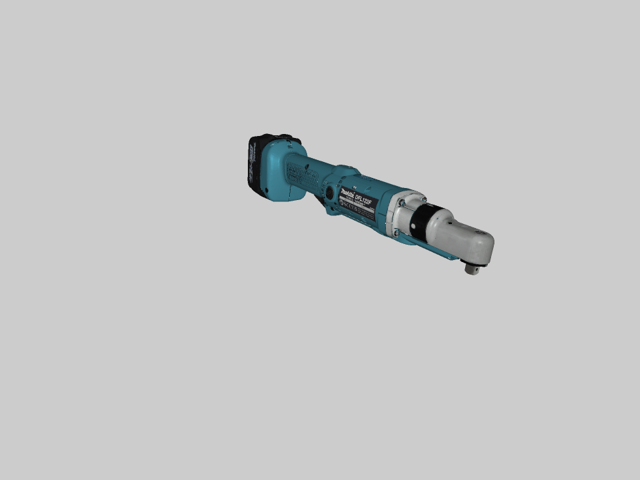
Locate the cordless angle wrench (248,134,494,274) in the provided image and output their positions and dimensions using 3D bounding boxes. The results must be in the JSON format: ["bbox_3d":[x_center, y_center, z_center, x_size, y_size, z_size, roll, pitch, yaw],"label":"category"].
[{"bbox_3d":[0.032,-0.060,0.536,0.074,0.098,0.423,-9,24,-34],"label":"cordless angle wrench"}]
